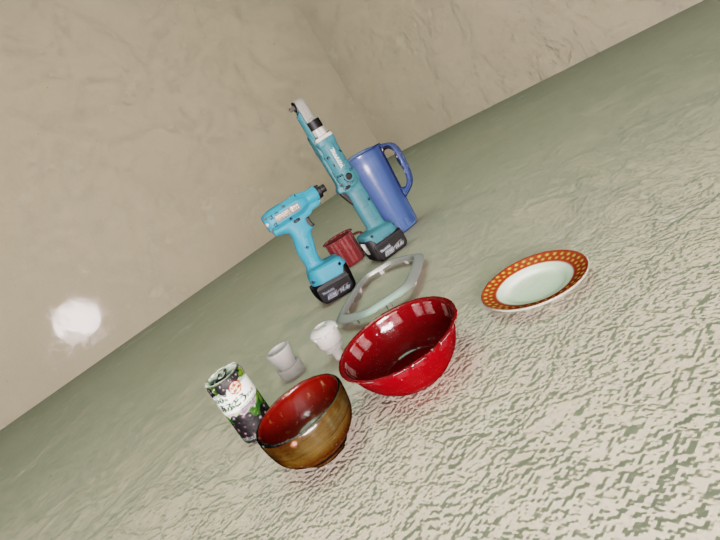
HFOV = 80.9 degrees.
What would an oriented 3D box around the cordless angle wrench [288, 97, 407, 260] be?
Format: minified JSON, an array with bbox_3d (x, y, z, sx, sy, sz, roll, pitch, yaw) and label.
[{"bbox_3d":[-0.037,-0.217,1.000,0.097,0.415,0.076,-34,10,-13],"label":"cordless angle wrench"}]

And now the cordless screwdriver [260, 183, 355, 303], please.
[{"bbox_3d":[-0.093,-0.061,0.950,0.158,0.244,0.076,-34,10,-7],"label":"cordless screwdriver"}]

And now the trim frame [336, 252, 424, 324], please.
[{"bbox_3d":[0.038,0.032,0.815,0.188,0.027,0.248,-25,17,25],"label":"trim frame"}]
